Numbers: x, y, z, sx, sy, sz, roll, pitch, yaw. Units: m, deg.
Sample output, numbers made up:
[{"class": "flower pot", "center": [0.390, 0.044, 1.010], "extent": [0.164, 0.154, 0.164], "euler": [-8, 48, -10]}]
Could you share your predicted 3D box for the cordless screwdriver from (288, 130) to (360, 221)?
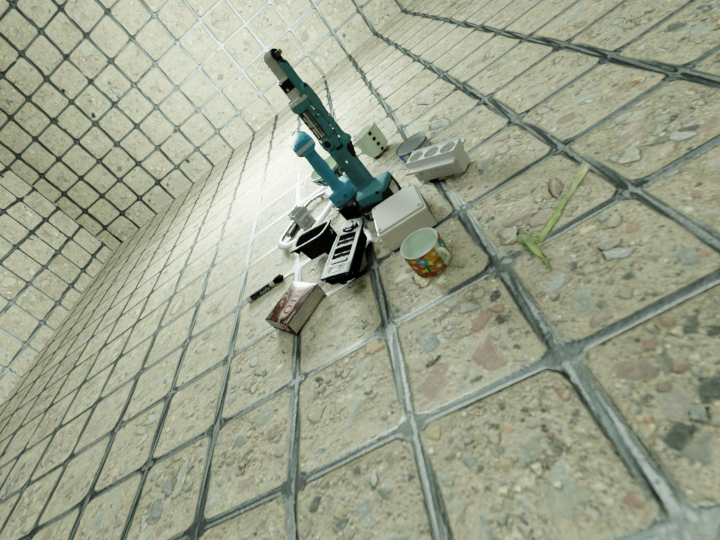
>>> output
[{"class": "cordless screwdriver", "center": [-0.089, -0.245, 1.051], "extent": [0.074, 0.238, 0.166], "euler": [-40, 28, 4]}]

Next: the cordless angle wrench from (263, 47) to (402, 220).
[{"class": "cordless angle wrench", "center": [-0.059, -0.282, 0.898], "extent": [0.101, 0.404, 0.075], "euler": [-17, 36, 40]}]

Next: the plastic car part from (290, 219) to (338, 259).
[{"class": "plastic car part", "center": [-0.098, -0.064, 1.003], "extent": [0.120, 0.068, 0.067], "euler": [-22, 34, 32]}]

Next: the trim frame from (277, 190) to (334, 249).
[{"class": "trim frame", "center": [-0.147, -0.148, 1.205], "extent": [0.192, 0.026, 0.249], "euler": [-7, 46, 45]}]

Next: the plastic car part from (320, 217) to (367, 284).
[{"class": "plastic car part", "center": [-0.021, -0.039, 0.885], "extent": [0.068, 0.064, 0.207], "euler": [-24, 35, 30]}]
